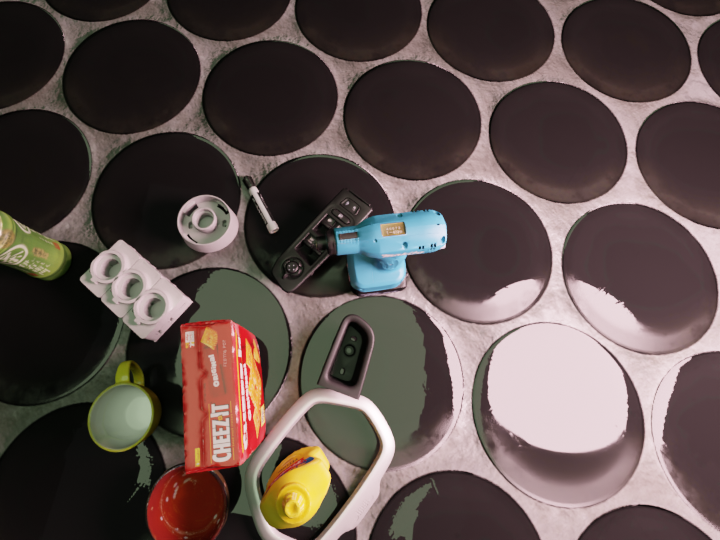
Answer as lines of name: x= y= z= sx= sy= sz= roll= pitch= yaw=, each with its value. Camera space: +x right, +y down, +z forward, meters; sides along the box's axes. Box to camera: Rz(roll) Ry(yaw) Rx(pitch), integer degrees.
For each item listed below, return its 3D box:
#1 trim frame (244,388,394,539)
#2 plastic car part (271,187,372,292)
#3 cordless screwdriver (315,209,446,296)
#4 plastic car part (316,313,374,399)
trim frame: x=-0.060 y=0.298 z=0.635 sx=0.188 sy=0.027 sz=0.247 roll=37 pitch=76 yaw=10
plastic car part: x=-0.070 y=-0.046 z=0.720 sx=0.067 sy=0.066 sz=0.202 roll=41 pitch=77 yaw=8
cordless screwdriver: x=0.013 y=-0.019 z=0.620 sx=0.158 sy=0.246 sz=0.076 roll=-6 pitch=77 yaw=-6
plastic car part: x=-0.018 y=0.132 z=0.664 sx=0.066 sy=0.070 sz=0.117 roll=19 pitch=74 yaw=2
